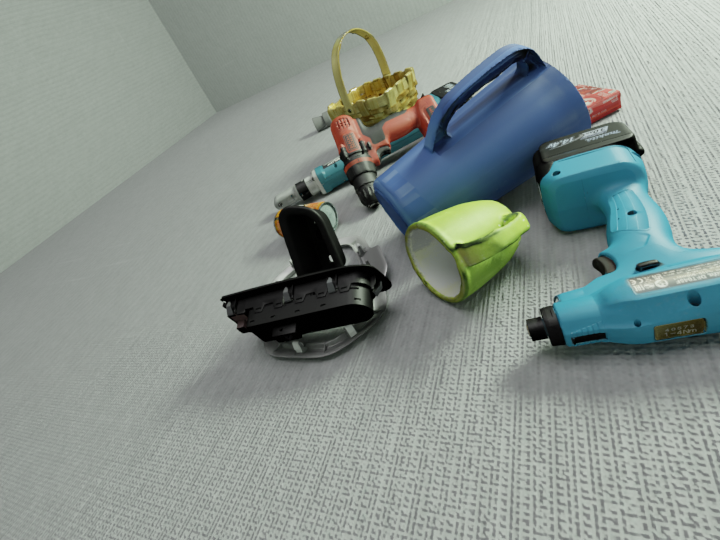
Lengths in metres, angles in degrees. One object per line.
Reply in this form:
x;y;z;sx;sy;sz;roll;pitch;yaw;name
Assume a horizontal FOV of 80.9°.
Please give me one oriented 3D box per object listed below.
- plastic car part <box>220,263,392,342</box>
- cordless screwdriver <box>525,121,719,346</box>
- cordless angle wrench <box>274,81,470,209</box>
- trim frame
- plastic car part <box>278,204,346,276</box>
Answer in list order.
-0.066;0.041;0.477;0.208;0.063;0.069;-17;42;20;plastic car part
0.215;-0.037;0.391;0.163;0.071;0.254;-18;37;20;cordless screwdriver
0.011;-0.229;0.840;0.427;0.071;0.101;-27;30;9;cordless angle wrench
-0.051;0.023;0.566;0.186;0.026;0.257;-25;30;7;trim frame
-0.053;-0.035;0.542;0.068;0.115;0.070;-17;7;21;plastic car part
